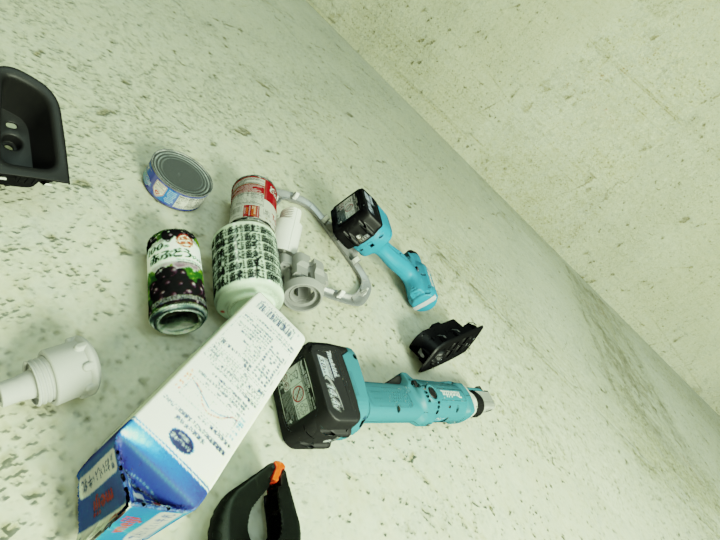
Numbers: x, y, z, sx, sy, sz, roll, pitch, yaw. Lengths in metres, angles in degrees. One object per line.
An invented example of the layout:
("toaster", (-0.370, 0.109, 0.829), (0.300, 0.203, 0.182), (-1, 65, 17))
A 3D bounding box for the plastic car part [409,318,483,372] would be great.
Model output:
("plastic car part", (0.144, 0.120, 0.728), (0.070, 0.066, 0.195), (46, 27, 20))

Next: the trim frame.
("trim frame", (-0.069, -0.045, 0.705), (0.256, 0.028, 0.177), (52, 28, 16))

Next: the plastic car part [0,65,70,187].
("plastic car part", (-0.338, -0.129, 0.417), (0.063, 0.073, 0.119), (4, 65, -52))

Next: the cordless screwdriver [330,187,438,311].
("cordless screwdriver", (0.050, -0.048, 0.789), (0.238, 0.075, 0.164), (44, 23, -27))

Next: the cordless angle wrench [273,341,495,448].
("cordless angle wrench", (0.074, 0.172, 0.562), (0.400, 0.075, 0.102), (19, 39, -43))
